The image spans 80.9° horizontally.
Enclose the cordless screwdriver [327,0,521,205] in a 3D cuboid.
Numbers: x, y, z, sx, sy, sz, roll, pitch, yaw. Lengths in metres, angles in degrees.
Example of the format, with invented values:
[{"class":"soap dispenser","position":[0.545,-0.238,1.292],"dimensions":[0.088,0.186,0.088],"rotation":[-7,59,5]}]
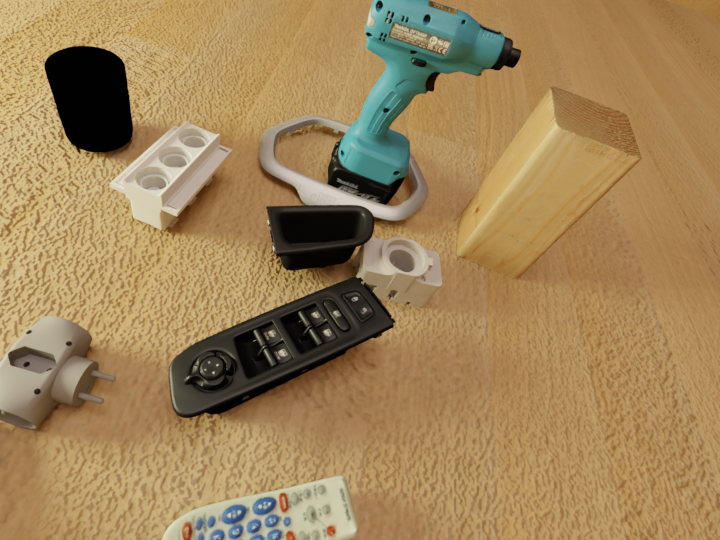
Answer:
[{"class":"cordless screwdriver","position":[0.056,-0.183,0.504],"dimensions":[0.158,0.246,0.076],"rotation":[18,51,-6]}]

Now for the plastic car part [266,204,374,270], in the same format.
[{"class":"plastic car part","position":[-0.046,-0.030,0.470],"dimensions":[0.113,0.070,0.069],"rotation":[-3,55,-19]}]

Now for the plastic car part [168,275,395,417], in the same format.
[{"class":"plastic car part","position":[-0.072,0.072,0.385],"dimensions":[0.197,0.066,0.069],"rotation":[-19,62,-28]}]

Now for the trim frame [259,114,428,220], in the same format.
[{"class":"trim frame","position":[-0.023,-0.149,0.598],"dimensions":[0.249,0.027,0.186],"rotation":[21,50,1]}]
